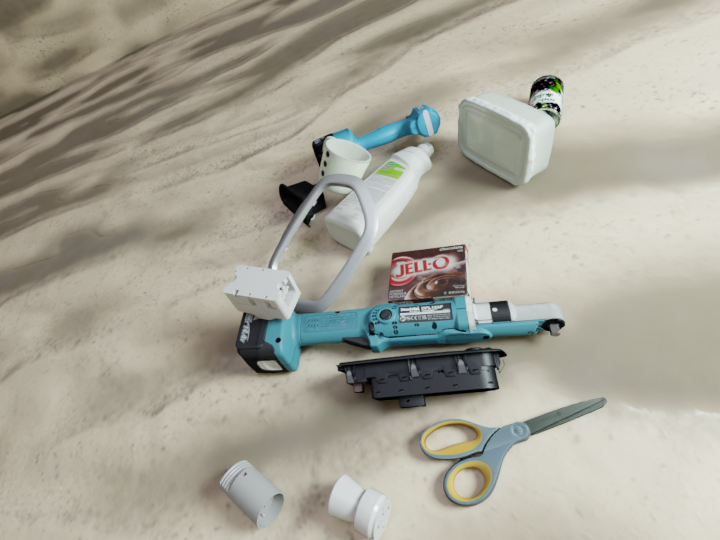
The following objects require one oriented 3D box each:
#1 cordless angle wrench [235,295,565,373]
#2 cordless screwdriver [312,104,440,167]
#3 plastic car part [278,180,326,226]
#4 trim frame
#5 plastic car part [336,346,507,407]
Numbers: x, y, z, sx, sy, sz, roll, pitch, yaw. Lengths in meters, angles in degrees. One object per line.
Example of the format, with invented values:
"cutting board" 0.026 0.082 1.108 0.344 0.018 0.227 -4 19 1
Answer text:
"cordless angle wrench" 0.038 0.076 0.575 0.434 0.071 0.100 -7 49 17
"cordless screwdriver" 0.029 -0.272 0.859 0.252 0.072 0.162 -18 24 11
"plastic car part" -0.110 -0.148 0.842 0.070 0.063 0.123 -25 41 -19
"trim frame" -0.068 -0.044 0.691 0.195 0.026 0.248 39 103 37
"plastic car part" 0.076 0.129 0.515 0.207 0.063 0.069 -14 57 14
